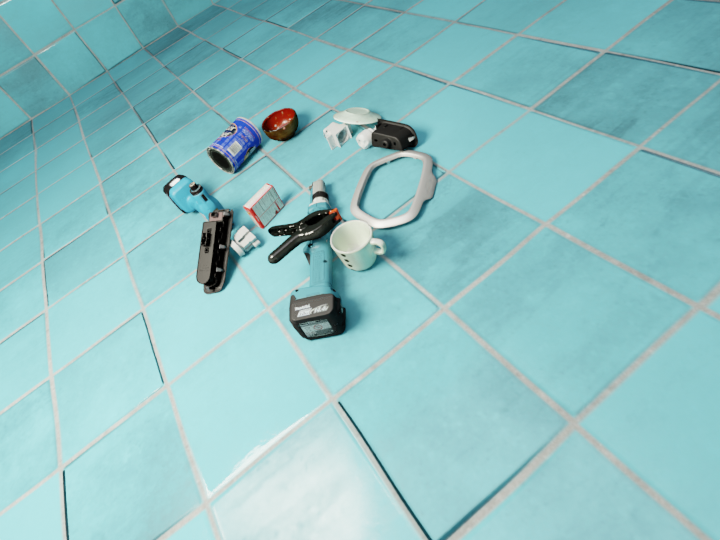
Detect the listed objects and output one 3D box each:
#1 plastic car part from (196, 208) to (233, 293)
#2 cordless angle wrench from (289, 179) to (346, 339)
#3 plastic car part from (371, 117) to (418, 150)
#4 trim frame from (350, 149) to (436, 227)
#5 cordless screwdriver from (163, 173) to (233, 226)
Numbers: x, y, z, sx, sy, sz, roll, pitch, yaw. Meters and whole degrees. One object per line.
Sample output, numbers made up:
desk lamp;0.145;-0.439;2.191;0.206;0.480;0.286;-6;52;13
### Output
plastic car part;-0.340;-0.048;0.975;0.068;0.064;0.205;-2;80;16
cordless angle wrench;-0.089;-0.058;0.906;0.100;0.071;0.437;-15;47;12
plastic car part;0.073;-0.323;1.036;0.123;0.063;0.070;26;51;36
trim frame;0.075;-0.189;0.962;0.192;0.026;0.251;2;53;27
cordless screwdriver;-0.444;-0.196;1.119;0.263;0.151;0.074;29;68;40
